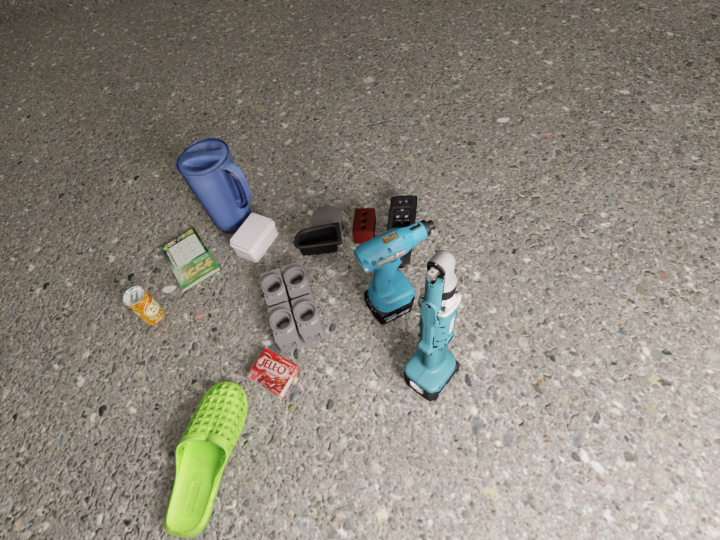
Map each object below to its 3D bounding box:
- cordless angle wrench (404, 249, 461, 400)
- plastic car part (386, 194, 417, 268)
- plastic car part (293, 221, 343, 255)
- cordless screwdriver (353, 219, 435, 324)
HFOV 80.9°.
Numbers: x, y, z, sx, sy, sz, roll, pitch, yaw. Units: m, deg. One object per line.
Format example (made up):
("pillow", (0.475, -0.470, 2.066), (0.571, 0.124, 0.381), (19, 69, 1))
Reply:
("cordless angle wrench", (0.120, 0.096, 0.676), (0.078, 0.406, 0.097), (34, 66, 26))
("plastic car part", (0.097, -0.088, 1.020), (0.068, 0.064, 0.207), (3, 56, 11))
("plastic car part", (-0.102, -0.067, 1.044), (0.117, 0.068, 0.068), (-11, 55, 3))
("cordless screwdriver", (0.075, 0.002, 0.854), (0.158, 0.239, 0.078), (-26, 57, -10))
